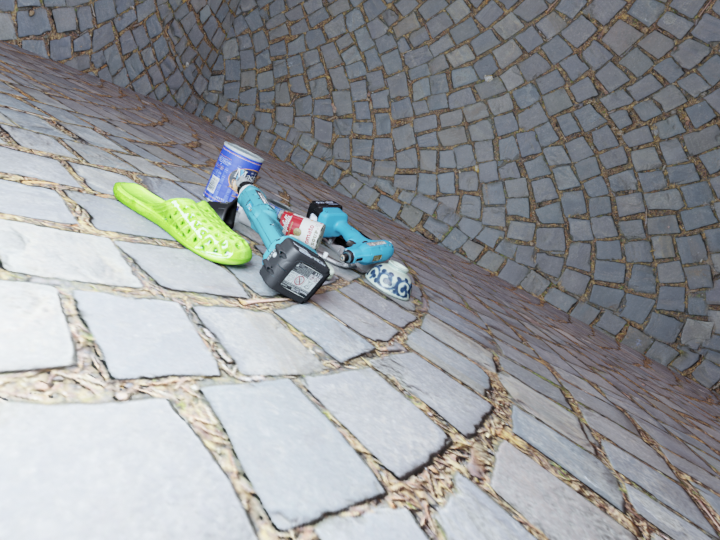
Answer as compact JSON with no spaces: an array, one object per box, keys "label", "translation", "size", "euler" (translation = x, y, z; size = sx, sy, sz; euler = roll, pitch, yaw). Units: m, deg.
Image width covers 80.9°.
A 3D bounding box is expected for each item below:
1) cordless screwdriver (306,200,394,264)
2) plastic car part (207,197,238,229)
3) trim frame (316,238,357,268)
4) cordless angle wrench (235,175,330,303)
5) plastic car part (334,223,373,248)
[{"label":"cordless screwdriver","translation":[-0.052,-0.092,1.065],"size":[0.152,0.073,0.263],"euler":[-11,37,-42]},{"label":"plastic car part","translation":[-0.283,-0.105,0.812],"size":[0.071,0.065,0.118],"euler":[11,17,-3]},{"label":"trim frame","translation":[-0.106,-0.070,1.087],"size":[0.174,0.027,0.263],"euler":[18,13,-38]},{"label":"cordless angle wrench","translation":[-0.184,-0.097,0.810],"size":[0.092,0.074,0.446],"euler":[33,11,-39]},{"label":"plastic car part","translation":[-0.031,-0.091,1.245],"size":[0.212,0.066,0.064],"euler":[33,23,25]}]
